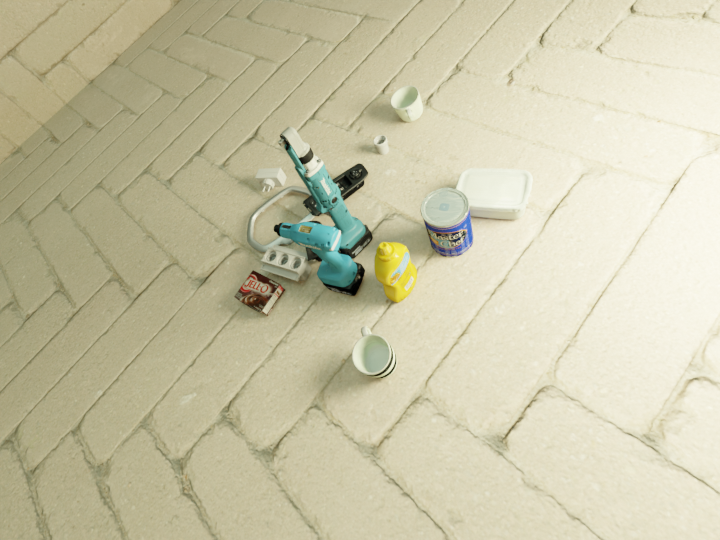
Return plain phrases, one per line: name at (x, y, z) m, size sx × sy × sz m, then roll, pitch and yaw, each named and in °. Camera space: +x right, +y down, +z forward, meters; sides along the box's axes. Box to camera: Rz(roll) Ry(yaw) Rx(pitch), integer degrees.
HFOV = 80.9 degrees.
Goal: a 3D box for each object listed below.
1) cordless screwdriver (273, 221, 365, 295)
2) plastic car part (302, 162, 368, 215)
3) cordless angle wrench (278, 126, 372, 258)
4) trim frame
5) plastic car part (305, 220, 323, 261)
cordless screwdriver at (-0.091, -0.033, 0.986) m, size 0.167 × 0.236 × 0.075 m, roll 14°, pitch 67°, yaw 27°
plastic car part at (-0.059, -0.219, 1.188) m, size 0.202 × 0.063 × 0.070 m, roll -40°, pitch 55°, yaw -3°
cordless angle wrench at (-0.077, -0.168, 0.957) m, size 0.097 × 0.402 × 0.078 m, roll -45°, pitch 57°, yaw -8°
trim frame at (-0.231, -0.154, 1.246) m, size 0.248 × 0.026 × 0.194 m, roll -37°, pitch 54°, yaw -1°
plastic car part at (-0.110, -0.072, 1.120) m, size 0.067 × 0.067 × 0.121 m, roll -22°, pitch 55°, yaw 8°
